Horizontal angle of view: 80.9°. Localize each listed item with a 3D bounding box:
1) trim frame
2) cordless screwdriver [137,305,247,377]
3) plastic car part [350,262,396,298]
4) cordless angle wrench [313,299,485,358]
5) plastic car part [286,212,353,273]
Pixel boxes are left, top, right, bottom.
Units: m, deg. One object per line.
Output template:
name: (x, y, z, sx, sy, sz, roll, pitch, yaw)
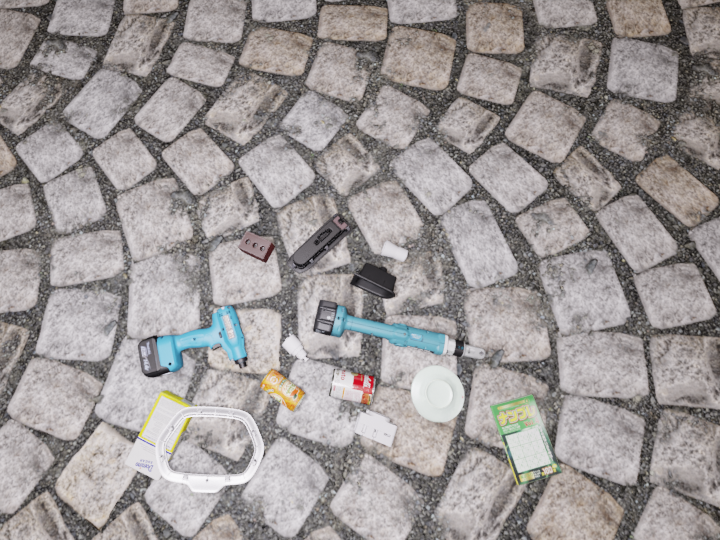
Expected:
trim frame: (-0.351, 0.417, 0.990, 0.244, 0.028, 0.186, 7, 80, -10)
cordless screwdriver: (-0.411, 0.203, 1.052, 0.246, 0.073, 0.163, -21, 76, -8)
plastic car part: (0.041, 0.021, 1.096, 0.117, 0.065, 0.071, 22, 63, 3)
cordless angle wrench: (0.097, 0.159, 1.039, 0.424, 0.096, 0.075, 13, 73, 2)
plastic car part: (-0.110, -0.072, 1.124, 0.202, 0.067, 0.067, -44, 88, -7)
